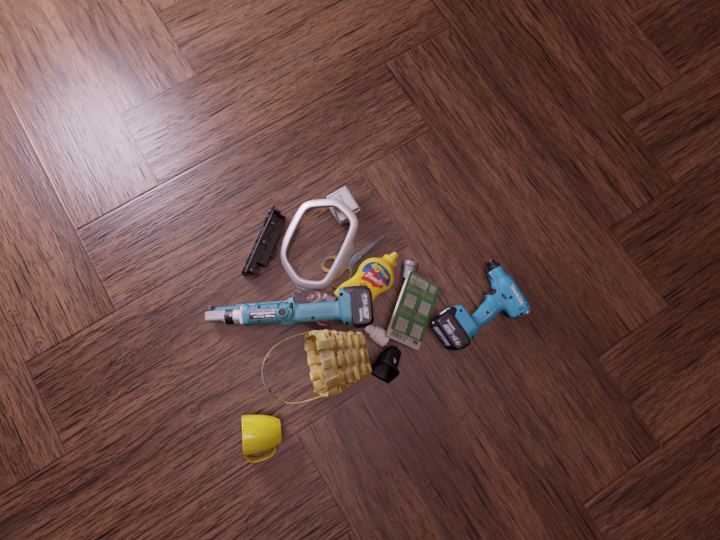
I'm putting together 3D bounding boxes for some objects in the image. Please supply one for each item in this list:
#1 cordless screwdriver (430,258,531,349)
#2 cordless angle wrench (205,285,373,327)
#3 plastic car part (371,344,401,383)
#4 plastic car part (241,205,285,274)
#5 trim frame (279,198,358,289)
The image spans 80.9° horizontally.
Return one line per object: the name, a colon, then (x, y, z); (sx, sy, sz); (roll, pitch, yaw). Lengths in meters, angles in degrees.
cordless screwdriver: (0.295, 0.088, 1.082); (0.246, 0.074, 0.162); (-28, 80, -11)
cordless angle wrench: (-0.183, 0.102, 1.037); (0.429, 0.072, 0.099); (-5, 79, 10)
plastic car part: (0.069, 0.221, 1.036); (0.066, 0.115, 0.071); (28, 55, 0)
plastic car part: (-0.249, -0.076, 1.113); (0.066, 0.067, 0.204); (19, 78, -10)
trim frame: (-0.108, -0.070, 1.102); (0.188, 0.027, 0.248); (26, 93, 10)
